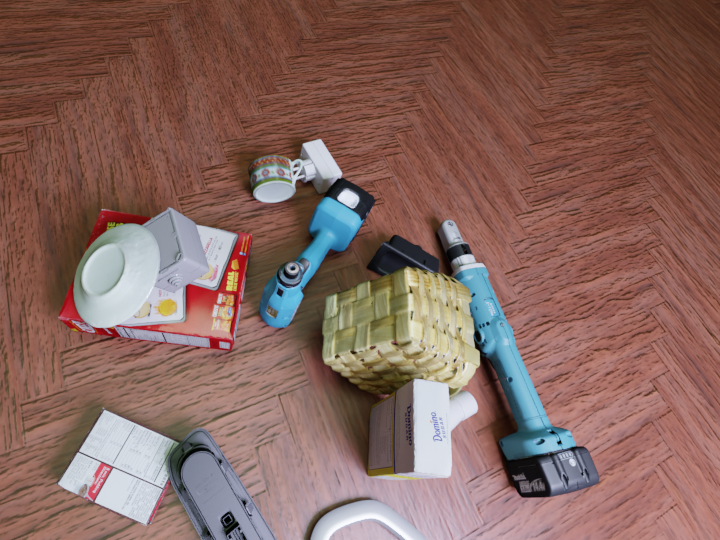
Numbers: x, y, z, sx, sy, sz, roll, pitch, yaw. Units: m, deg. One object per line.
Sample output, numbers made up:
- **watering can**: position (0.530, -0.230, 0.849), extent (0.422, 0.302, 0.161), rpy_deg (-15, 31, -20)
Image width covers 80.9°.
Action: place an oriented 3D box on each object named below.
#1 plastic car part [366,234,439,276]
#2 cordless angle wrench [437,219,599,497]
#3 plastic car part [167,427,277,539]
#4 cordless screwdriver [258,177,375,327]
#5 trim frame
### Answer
- **plastic car part**: position (0.081, -0.017, 0.702), extent (0.116, 0.066, 0.072), rpy_deg (26, 45, -4)
- **cordless angle wrench**: position (0.203, 0.099, 0.647), extent (0.073, 0.096, 0.438), rpy_deg (-7, 61, -16)
- **plastic car part**: position (-0.149, 0.277, 0.468), extent (0.065, 0.067, 0.206), rpy_deg (-31, 80, -20)
- **cordless screwdriver**: position (-0.061, -0.040, 0.620), extent (0.075, 0.158, 0.248), rpy_deg (32, 58, 0)
- **trim frame**: position (0.008, 0.401, 0.473), extent (0.181, 0.027, 0.254), rpy_deg (9, 62, -9)
